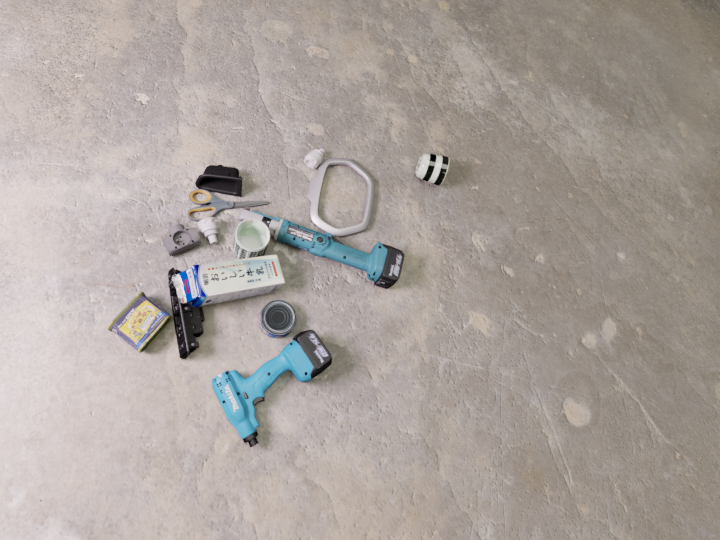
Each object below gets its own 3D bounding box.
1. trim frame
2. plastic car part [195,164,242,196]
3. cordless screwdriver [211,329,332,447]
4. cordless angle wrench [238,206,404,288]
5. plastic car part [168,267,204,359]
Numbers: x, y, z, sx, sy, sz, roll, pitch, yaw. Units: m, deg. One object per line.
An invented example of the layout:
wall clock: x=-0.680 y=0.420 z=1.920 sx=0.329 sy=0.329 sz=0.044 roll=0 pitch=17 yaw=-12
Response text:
trim frame: x=-0.052 y=-0.204 z=1.155 sx=0.181 sy=0.027 sz=0.252 roll=13 pitch=67 yaw=-9
plastic car part: x=-0.357 y=-0.240 z=1.082 sx=0.115 sy=0.065 sz=0.073 roll=10 pitch=51 yaw=-7
cordless screwdriver: x=-0.175 y=0.245 z=0.908 sx=0.244 sy=0.074 sz=0.163 roll=-28 pitch=77 yaw=-19
cordless angle wrench: x=-0.104 y=-0.068 z=1.061 sx=0.421 sy=0.074 sz=0.099 roll=19 pitch=65 yaw=-3
plastic car part: x=-0.383 y=0.084 z=0.931 sx=0.065 sy=0.067 sz=0.208 roll=-12 pitch=71 yaw=-30
